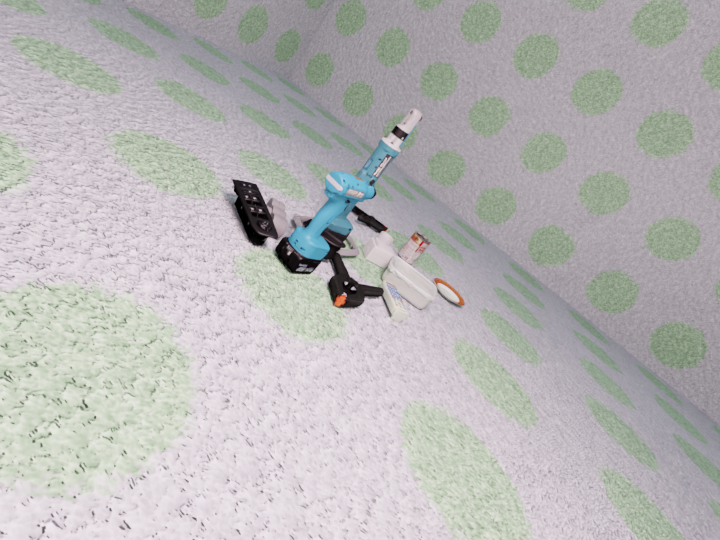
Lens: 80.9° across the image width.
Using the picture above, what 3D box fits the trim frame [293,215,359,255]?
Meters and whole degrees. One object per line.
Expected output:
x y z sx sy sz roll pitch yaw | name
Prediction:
-0.095 -0.101 1.203 0.192 0.027 0.238 45 23 22 | trim frame

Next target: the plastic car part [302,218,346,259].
-0.104 -0.068 1.061 0.118 0.071 0.065 39 22 4 | plastic car part

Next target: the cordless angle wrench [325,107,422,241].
0.019 -0.248 1.133 0.093 0.424 0.078 17 30 -42 | cordless angle wrench

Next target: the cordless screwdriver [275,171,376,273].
-0.071 -0.105 0.944 0.078 0.249 0.152 49 24 24 | cordless screwdriver

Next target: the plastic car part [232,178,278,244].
-0.251 -0.130 0.974 0.063 0.067 0.214 15 30 -44 | plastic car part
